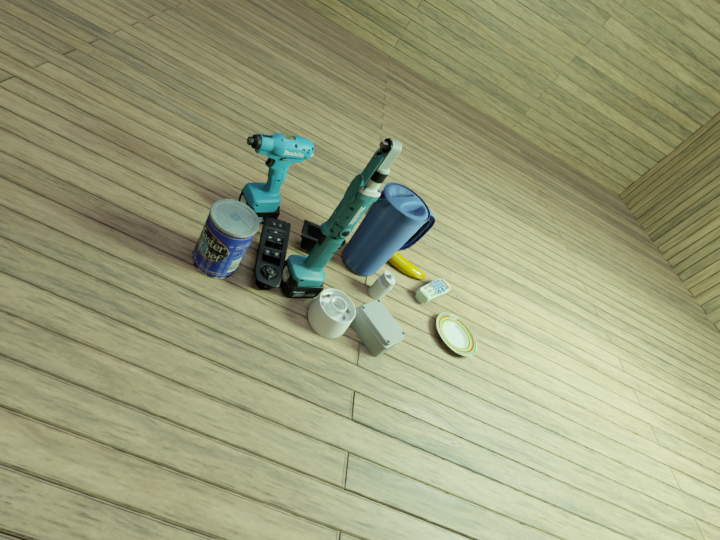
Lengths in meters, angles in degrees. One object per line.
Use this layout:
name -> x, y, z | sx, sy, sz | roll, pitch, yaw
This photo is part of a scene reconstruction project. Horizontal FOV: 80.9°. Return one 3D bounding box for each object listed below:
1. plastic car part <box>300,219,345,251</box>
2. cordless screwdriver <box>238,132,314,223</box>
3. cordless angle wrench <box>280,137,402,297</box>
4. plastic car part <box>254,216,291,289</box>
plastic car part -> -0.105, -0.069, 1.076 | 0.113, 0.071, 0.068 | 24, 40, -15
cordless screwdriver -> -0.228, -0.218, 0.999 | 0.152, 0.249, 0.077 | -3, 54, -40
cordless angle wrench -> -0.043, -0.093, 0.859 | 0.093, 0.424, 0.078 | 5, 49, -36
plastic car part -> -0.208, -0.034, 0.966 | 0.064, 0.067, 0.209 | 20, 40, -21
